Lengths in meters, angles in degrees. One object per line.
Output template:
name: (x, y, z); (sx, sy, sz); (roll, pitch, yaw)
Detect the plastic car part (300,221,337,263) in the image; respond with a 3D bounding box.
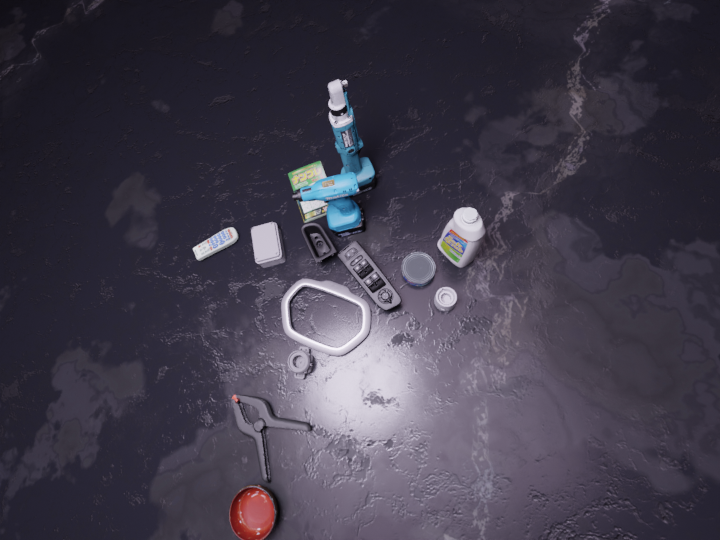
plastic car part: (-0.114, -0.074, 1.163); (0.066, 0.068, 0.121); (-29, 68, -1)

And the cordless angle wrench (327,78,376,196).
cordless angle wrench: (-0.030, -0.317, 1.049); (0.098, 0.408, 0.077); (-20, 71, 1)

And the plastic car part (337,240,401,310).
plastic car part: (0.026, 0.021, 1.099); (0.066, 0.064, 0.211); (-37, 67, -4)

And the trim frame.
trim frame: (-0.094, 0.116, 1.111); (0.257, 0.026, 0.185); (17, 75, 18)

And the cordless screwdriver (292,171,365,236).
cordless screwdriver: (-0.072, -0.163, 1.093); (0.161, 0.240, 0.076); (-11, 71, 5)
